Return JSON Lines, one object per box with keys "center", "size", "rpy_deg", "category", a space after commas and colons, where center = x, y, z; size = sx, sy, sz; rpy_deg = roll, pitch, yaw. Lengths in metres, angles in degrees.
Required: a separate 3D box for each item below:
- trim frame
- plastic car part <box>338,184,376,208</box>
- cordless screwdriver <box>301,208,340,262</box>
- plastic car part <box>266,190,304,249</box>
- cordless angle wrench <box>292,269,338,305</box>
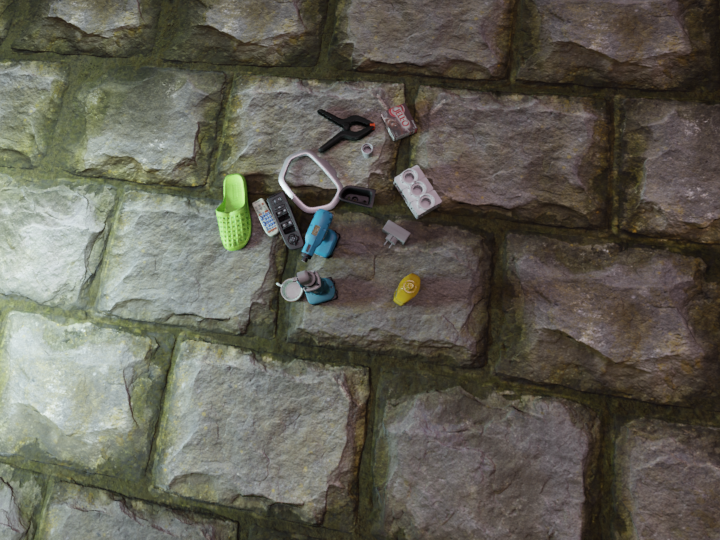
{"center": [-0.171, -0.308, 1.463], "size": [0.184, 0.027, 0.255], "rpy_deg": [-41, 77, -3], "category": "trim frame"}
{"center": [-0.012, -0.241, 1.408], "size": [0.118, 0.069, 0.066], "rpy_deg": [13, 81, 8], "category": "plastic car part"}
{"center": [-0.127, -0.083, 1.301], "size": [0.075, 0.244, 0.159], "rpy_deg": [23, 83, 5], "category": "cordless screwdriver"}
{"center": [-0.246, -0.159, 1.422], "size": [0.066, 0.065, 0.207], "rpy_deg": [-24, 77, 0], "category": "plastic car part"}
{"center": [-0.128, 0.042, 1.188], "size": [0.098, 0.415, 0.075], "rpy_deg": [-17, 82, -1], "category": "cordless angle wrench"}
